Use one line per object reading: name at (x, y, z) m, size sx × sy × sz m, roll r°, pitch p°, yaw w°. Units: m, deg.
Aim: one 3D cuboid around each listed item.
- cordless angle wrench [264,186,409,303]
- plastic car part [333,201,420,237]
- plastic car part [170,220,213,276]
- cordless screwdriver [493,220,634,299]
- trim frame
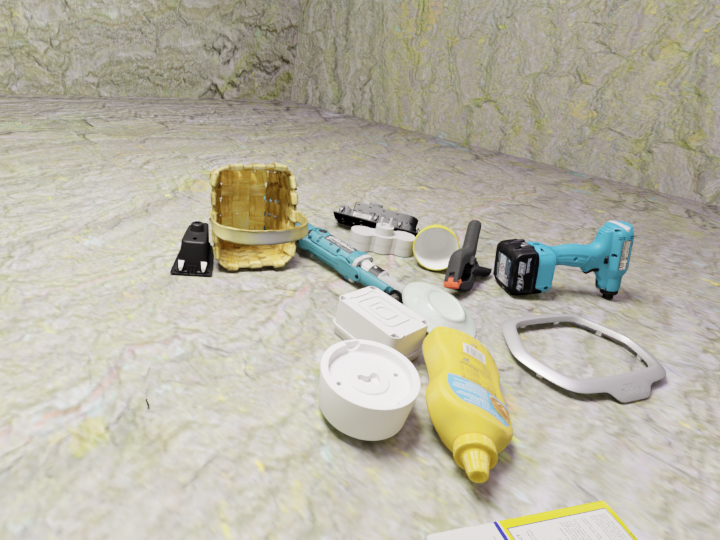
cordless angle wrench at (-0.079, -0.052, 0.809) m, size 0.447 × 0.073 × 0.094 m, roll 32°, pitch 33°, yaw 34°
plastic car part at (0.044, -0.114, 0.963) m, size 0.209 × 0.064 × 0.067 m, roll 20°, pitch 69°, yaw 14°
plastic car part at (-0.283, -0.047, 0.727) m, size 0.064 × 0.070 × 0.121 m, roll 5°, pitch 29°, yaw -16°
cordless screwdriver at (0.391, 0.000, 0.812) m, size 0.248 × 0.155 × 0.077 m, roll -9°, pitch 24°, yaw -3°
trim frame at (0.331, 0.122, 0.638) m, size 0.240 × 0.027 × 0.194 m, roll -1°, pitch 27°, yaw -25°
